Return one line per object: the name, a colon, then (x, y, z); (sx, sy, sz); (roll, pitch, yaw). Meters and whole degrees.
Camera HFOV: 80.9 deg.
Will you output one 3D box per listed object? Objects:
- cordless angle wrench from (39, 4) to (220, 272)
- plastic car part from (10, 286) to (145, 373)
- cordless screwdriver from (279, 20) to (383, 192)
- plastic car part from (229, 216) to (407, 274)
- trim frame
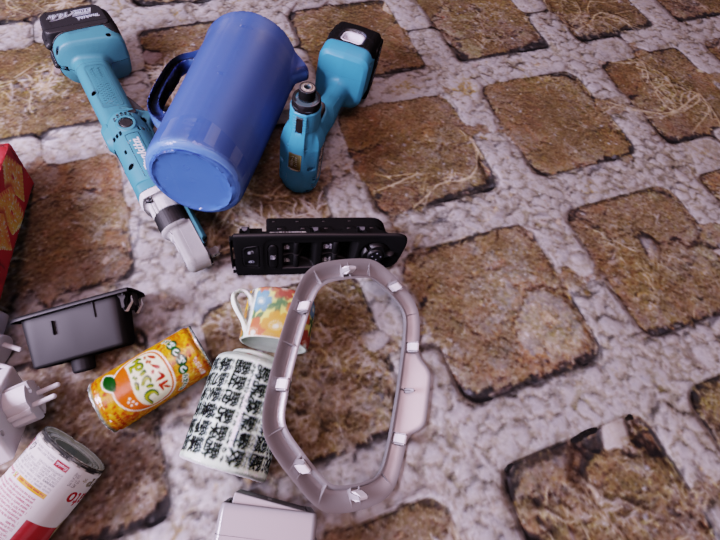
cordless angle wrench: (-0.296, -0.175, 0.546); (0.096, 0.073, 0.436); (-26, 71, -23)
plastic car part: (-0.282, 0.066, 0.434); (0.115, 0.066, 0.072); (-19, 82, -12)
cordless screwdriver: (-0.039, -0.237, 0.551); (0.075, 0.157, 0.251); (20, 61, 0)
plastic car part: (-0.049, -0.032, 0.505); (0.202, 0.064, 0.069); (1, 38, -4)
trim frame: (-0.002, 0.100, 0.422); (0.176, 0.028, 0.252); (28, 57, -26)
